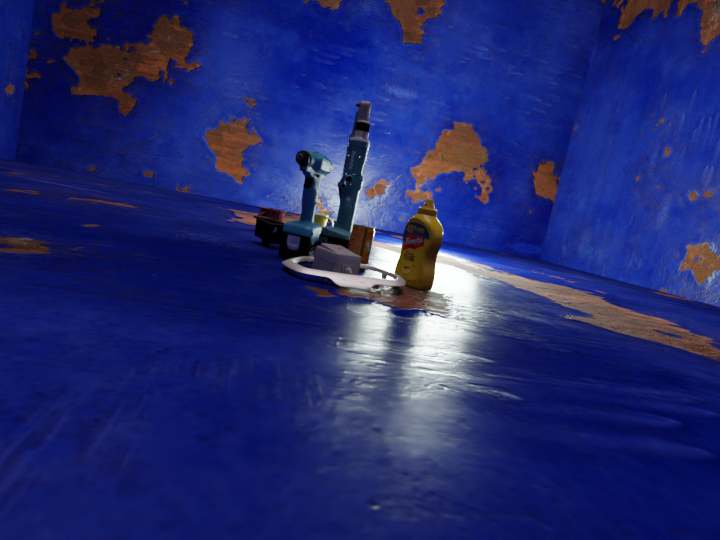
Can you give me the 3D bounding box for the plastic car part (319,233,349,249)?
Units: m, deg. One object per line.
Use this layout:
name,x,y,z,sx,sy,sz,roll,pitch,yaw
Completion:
plastic car part,-0.107,-0.070,1.093,0.063,0.067,0.214,5,10,-41

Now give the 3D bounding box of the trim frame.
trim frame,-0.032,0.004,0.836,0.244,0.027,0.189,9,9,-12

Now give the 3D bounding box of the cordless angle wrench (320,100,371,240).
cordless angle wrench,-0.025,-0.244,1.144,0.102,0.421,0.072,14,7,20

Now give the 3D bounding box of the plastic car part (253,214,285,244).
plastic car part,-0.239,-0.100,1.107,0.063,0.070,0.123,5,10,-42

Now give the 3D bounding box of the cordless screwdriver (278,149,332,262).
cordless screwdriver,-0.126,-0.144,0.946,0.076,0.247,0.156,13,7,13
